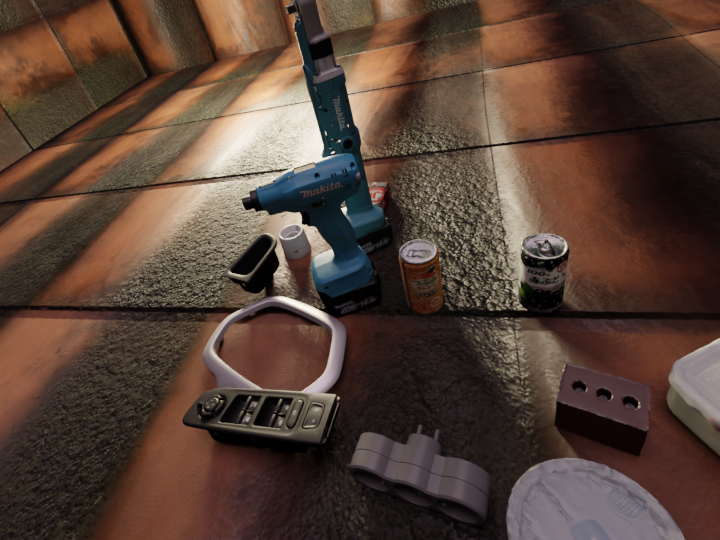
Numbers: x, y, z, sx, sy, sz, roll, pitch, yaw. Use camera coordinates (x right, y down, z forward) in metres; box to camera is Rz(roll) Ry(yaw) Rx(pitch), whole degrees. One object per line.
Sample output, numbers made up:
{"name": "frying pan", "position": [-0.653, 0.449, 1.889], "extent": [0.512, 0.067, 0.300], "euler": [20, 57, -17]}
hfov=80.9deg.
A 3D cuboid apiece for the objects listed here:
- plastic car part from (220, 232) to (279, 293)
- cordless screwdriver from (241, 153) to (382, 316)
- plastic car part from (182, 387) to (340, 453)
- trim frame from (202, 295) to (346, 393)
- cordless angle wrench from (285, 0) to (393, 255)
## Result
{"name": "plastic car part", "position": [-0.181, -0.004, 0.760], "extent": [0.069, 0.068, 0.116], "euler": [10, 46, 30]}
{"name": "cordless screwdriver", "position": [-0.061, -0.040, 0.620], "extent": [0.159, 0.238, 0.077], "euler": [-17, 38, 0]}
{"name": "plastic car part", "position": [-0.122, 0.184, 0.520], "extent": [0.210, 0.064, 0.067], "euler": [0, 41, 21]}
{"name": "trim frame", "position": [-0.132, 0.118, 0.632], "extent": [0.262, 0.026, 0.182], "euler": [18, 51, 36]}
{"name": "cordless angle wrench", "position": [-0.032, -0.206, 0.671], "extent": [0.097, 0.405, 0.078], "euler": [-24, 39, -11]}
